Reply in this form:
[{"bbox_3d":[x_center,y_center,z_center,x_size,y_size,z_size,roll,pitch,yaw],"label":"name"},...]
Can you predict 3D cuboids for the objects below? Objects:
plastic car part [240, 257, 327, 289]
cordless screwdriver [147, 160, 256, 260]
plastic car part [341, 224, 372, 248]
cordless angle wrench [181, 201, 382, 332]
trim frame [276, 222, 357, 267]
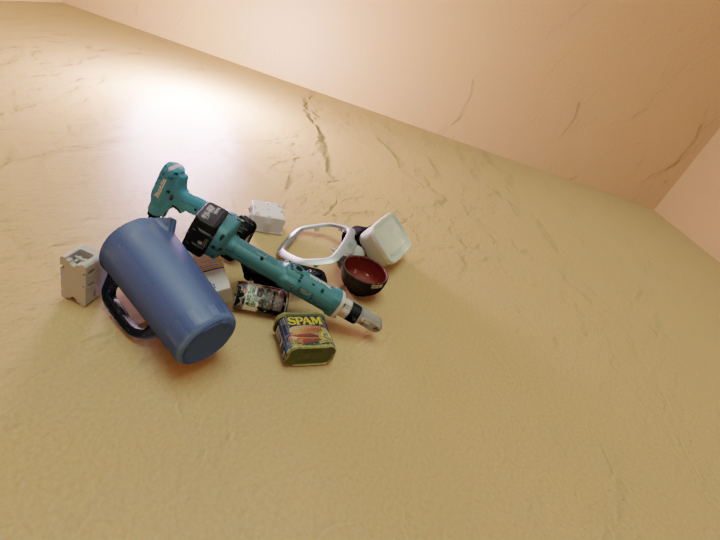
[{"bbox_3d":[-0.163,0.018,0.906,0.194,0.066,0.070,6,27,-29],"label":"plastic car part"},{"bbox_3d":[-0.372,-0.116,0.965,0.249,0.160,0.074,38,28,-1],"label":"cordless screwdriver"},{"bbox_3d":[-0.016,-0.096,1.179,0.073,0.065,0.114,15,26,19],"label":"plastic car part"},{"bbox_3d":[-0.135,0.013,0.826,0.415,0.074,0.100,30,25,-10],"label":"cordless angle wrench"},{"bbox_3d":[-0.104,-0.068,1.062,0.189,0.027,0.249,3,27,14],"label":"trim frame"}]
